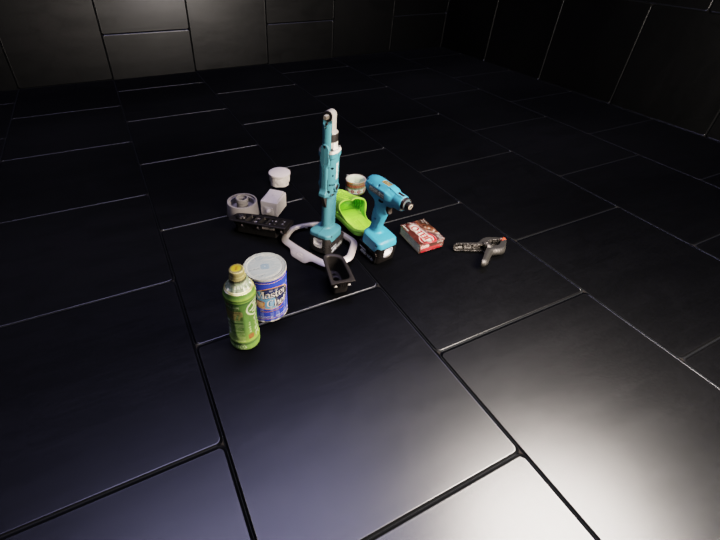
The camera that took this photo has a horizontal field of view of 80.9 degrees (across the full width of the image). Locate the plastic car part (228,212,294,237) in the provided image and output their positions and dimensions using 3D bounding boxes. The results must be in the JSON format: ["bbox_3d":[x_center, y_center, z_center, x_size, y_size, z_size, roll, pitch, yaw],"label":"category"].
[{"bbox_3d":[-0.310,-0.140,1.312,0.208,0.065,0.066,14,40,14],"label":"plastic car part"}]

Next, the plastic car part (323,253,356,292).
[{"bbox_3d":[-0.063,0.015,1.127,0.065,0.069,0.122,-9,40,-15],"label":"plastic car part"}]

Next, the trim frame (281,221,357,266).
[{"bbox_3d":[-0.125,-0.082,1.277,0.262,0.027,0.180,30,47,30],"label":"trim frame"}]

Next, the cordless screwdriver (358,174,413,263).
[{"bbox_3d":[0.069,-0.127,1.169,0.072,0.242,0.168,-21,45,-30],"label":"cordless screwdriver"}]

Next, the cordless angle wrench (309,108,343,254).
[{"bbox_3d":[-0.088,-0.235,1.162,0.077,0.411,0.097,23,42,21],"label":"cordless angle wrench"}]
